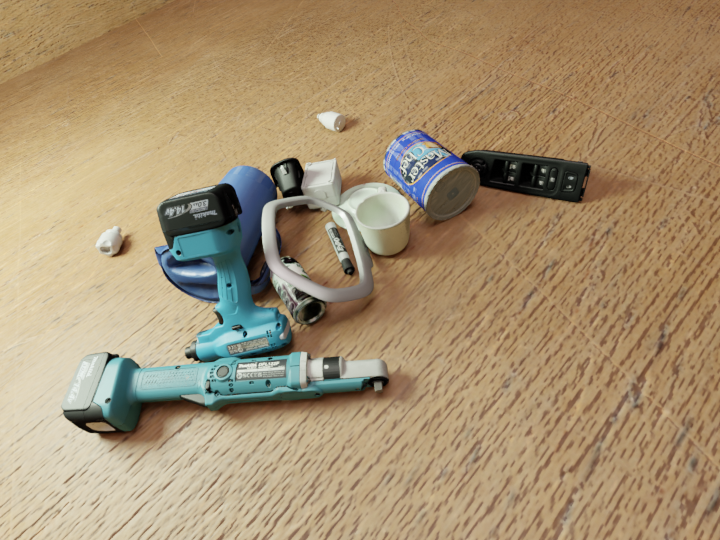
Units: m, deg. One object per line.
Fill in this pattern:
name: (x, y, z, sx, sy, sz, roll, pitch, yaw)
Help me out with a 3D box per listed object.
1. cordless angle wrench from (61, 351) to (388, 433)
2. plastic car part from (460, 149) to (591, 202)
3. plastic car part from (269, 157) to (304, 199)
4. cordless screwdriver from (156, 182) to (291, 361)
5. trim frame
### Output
cordless angle wrench: (-0.176, 0.149, 0.564, 0.428, 0.071, 0.101, -7, 49, 8)
plastic car part: (0.271, -0.174, 0.719, 0.212, 0.064, 0.066, 14, 44, 27)
plastic car part: (-0.132, -0.158, 0.800, 0.066, 0.115, 0.072, -15, 83, -1)
cordless screwdriver: (-0.207, 0.013, 0.586, 0.161, 0.243, 0.075, -15, 16, 9)
trim frame: (-0.065, -0.043, 0.667, 0.178, 0.027, 0.259, 5, 39, -19)
